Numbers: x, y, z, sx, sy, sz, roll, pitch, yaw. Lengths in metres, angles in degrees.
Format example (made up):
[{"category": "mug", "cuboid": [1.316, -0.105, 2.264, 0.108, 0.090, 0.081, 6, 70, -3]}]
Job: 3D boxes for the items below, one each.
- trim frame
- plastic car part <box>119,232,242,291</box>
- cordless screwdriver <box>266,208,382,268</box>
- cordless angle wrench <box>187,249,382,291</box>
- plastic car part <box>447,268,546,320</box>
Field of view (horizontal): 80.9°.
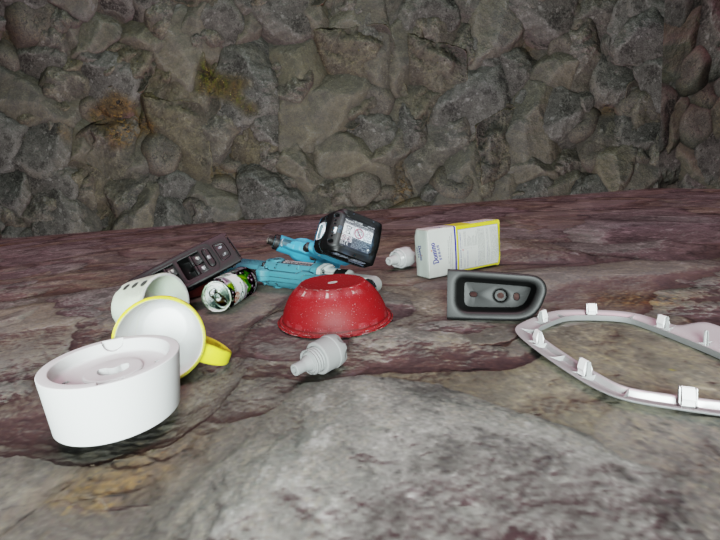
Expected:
[{"category": "trim frame", "cuboid": [0.269, 0.073, 0.409, 0.183, 0.027, 0.252, -4, 10, -4]}, {"category": "plastic car part", "cuboid": [-0.303, 0.012, 0.709, 0.199, 0.068, 0.067, -31, -10, -27]}, {"category": "cordless screwdriver", "cuboid": [-0.076, -0.050, 0.777, 0.154, 0.075, 0.255, 19, -13, -19]}, {"category": "cordless angle wrench", "cuboid": [-0.156, 0.005, 0.787, 0.443, 0.073, 0.095, 6, 14, 32]}, {"category": "plastic car part", "cuboid": [0.178, 0.033, 0.563, 0.120, 0.066, 0.068, 1, -3, 19]}]
